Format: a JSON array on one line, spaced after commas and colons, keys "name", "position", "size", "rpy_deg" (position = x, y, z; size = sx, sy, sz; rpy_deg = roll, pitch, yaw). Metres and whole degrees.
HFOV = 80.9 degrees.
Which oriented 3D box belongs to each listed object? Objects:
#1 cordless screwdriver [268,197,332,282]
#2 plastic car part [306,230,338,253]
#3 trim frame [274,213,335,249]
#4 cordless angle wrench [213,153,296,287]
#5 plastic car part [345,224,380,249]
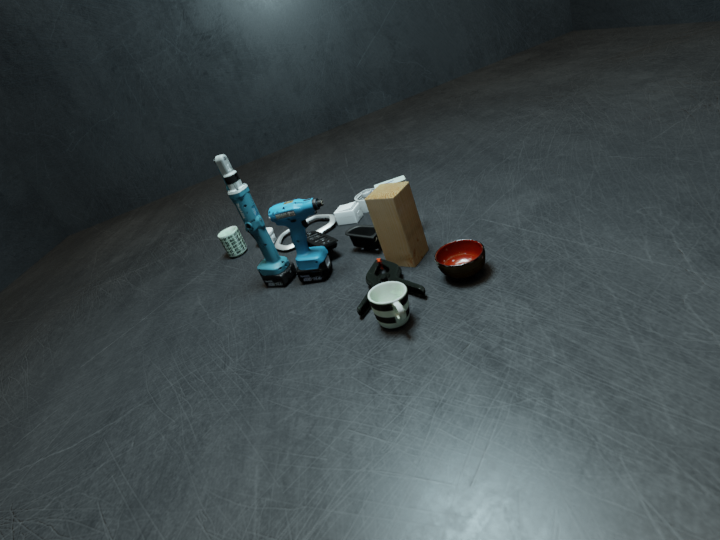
[{"name": "cordless screwdriver", "position": [-0.143, -0.087, 1.190], "size": [0.164, 0.240, 0.075], "rpy_deg": [-10, 28, 24]}, {"name": "plastic car part", "position": [-0.134, -0.087, 1.366], "size": [0.065, 0.064, 0.213], "rpy_deg": [-31, 29, -16]}, {"name": "trim frame", "position": [-0.203, -0.142, 1.549], "size": [0.246, 0.026, 0.193], "rpy_deg": [-29, 29, -11]}, {"name": "cordless angle wrench", "position": [-0.311, -0.140, 1.227], "size": [0.102, 0.407, 0.074], "rpy_deg": [-4, 30, 33]}, {"name": "plastic car part", "position": [0.018, -0.093, 1.262], "size": [0.122, 0.068, 0.065], "rpy_deg": [6, 38, 42]}]
